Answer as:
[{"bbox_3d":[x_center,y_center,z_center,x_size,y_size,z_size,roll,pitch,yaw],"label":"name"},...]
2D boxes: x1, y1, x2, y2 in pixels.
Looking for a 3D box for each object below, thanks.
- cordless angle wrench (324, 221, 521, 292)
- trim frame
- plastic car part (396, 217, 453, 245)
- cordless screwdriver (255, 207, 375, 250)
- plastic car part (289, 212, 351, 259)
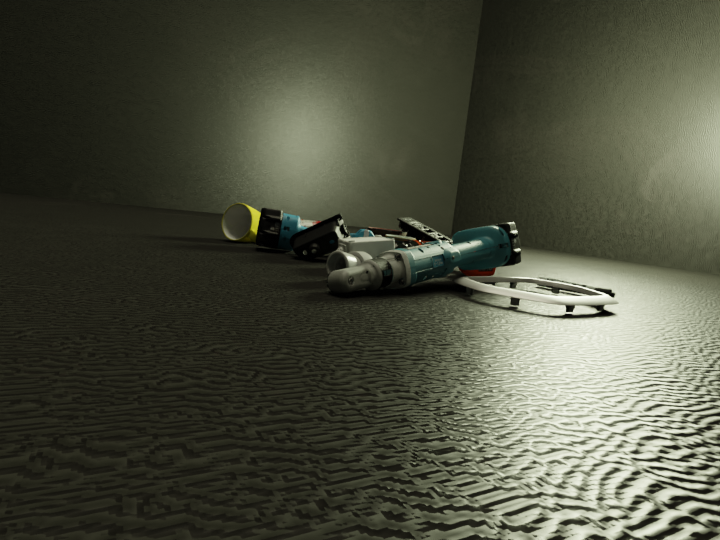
[{"bbox_3d":[0.111,-0.017,0.631,0.102,0.074,0.405,-7,4,45],"label":"cordless angle wrench"},{"bbox_3d":[0.258,0.032,0.635,0.238,0.027,0.194,-1,11,-33],"label":"trim frame"},{"bbox_3d":[0.180,-0.076,1.097,0.215,0.067,0.063,30,16,37],"label":"plastic car part"},{"bbox_3d":[-0.098,-0.070,0.917,0.248,0.075,0.159,10,-5,-2],"label":"cordless screwdriver"},{"bbox_3d":[-0.078,-0.051,0.801,0.117,0.064,0.072,-22,19,7],"label":"plastic car part"}]
